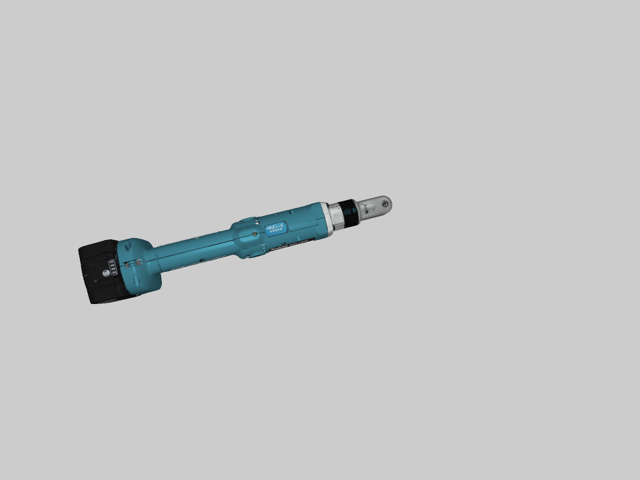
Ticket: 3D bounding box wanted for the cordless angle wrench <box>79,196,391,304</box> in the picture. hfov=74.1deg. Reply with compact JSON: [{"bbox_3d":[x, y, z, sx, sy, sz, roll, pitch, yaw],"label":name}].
[{"bbox_3d":[-0.097,-0.003,0.593,0.423,0.074,0.098,-14,-4,-10],"label":"cordless angle wrench"}]
